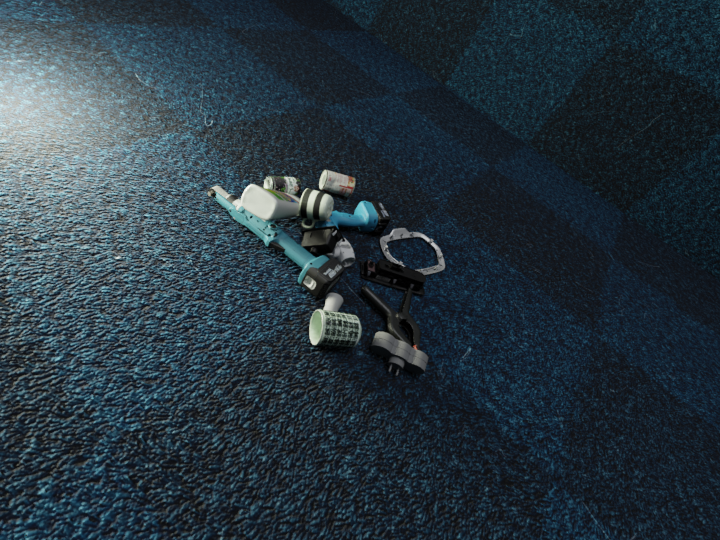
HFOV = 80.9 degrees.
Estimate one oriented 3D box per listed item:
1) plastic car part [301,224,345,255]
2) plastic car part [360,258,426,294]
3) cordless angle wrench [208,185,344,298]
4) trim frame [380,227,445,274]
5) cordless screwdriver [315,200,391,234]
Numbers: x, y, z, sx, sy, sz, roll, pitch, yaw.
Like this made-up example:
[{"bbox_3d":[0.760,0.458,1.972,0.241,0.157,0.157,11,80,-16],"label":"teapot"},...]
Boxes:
[{"bbox_3d":[-0.111,-0.073,1.140,0.062,0.121,0.072,56,39,-42],"label":"plastic car part"},{"bbox_3d":[0.102,0.010,1.200,0.197,0.067,0.068,21,34,-15],"label":"plastic car part"},{"bbox_3d":[-0.235,-0.095,1.104,0.434,0.074,0.096,38,40,13],"label":"cordless angle wrench"},{"bbox_3d":[0.169,-0.062,1.338,0.239,0.027,0.193,-11,53,-35],"label":"trim frame"},{"bbox_3d":[-0.041,-0.176,1.298,0.239,0.074,0.167,-7,52,-30],"label":"cordless screwdriver"}]
